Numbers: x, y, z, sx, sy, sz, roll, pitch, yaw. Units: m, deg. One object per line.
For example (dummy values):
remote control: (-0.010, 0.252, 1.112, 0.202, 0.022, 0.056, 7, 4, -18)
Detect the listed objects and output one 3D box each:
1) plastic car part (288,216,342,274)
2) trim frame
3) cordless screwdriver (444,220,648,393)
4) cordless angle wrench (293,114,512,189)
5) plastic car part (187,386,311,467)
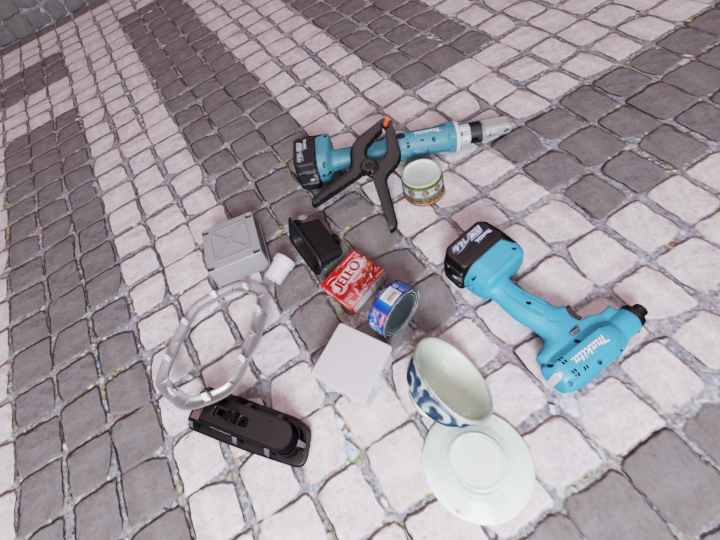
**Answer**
plastic car part: (-0.074, -0.049, 0.761, 0.069, 0.064, 0.122, -28, 56, -22)
trim frame: (-0.237, 0.108, 0.691, 0.189, 0.026, 0.254, -8, 41, 17)
cordless screwdriver: (0.250, 0.028, 0.602, 0.158, 0.071, 0.261, -35, 59, -9)
cordless angle wrench: (0.079, -0.247, 0.838, 0.428, 0.071, 0.101, -8, 56, 9)
plastic car part: (-0.165, 0.218, 0.609, 0.210, 0.064, 0.067, 12, 54, 20)
